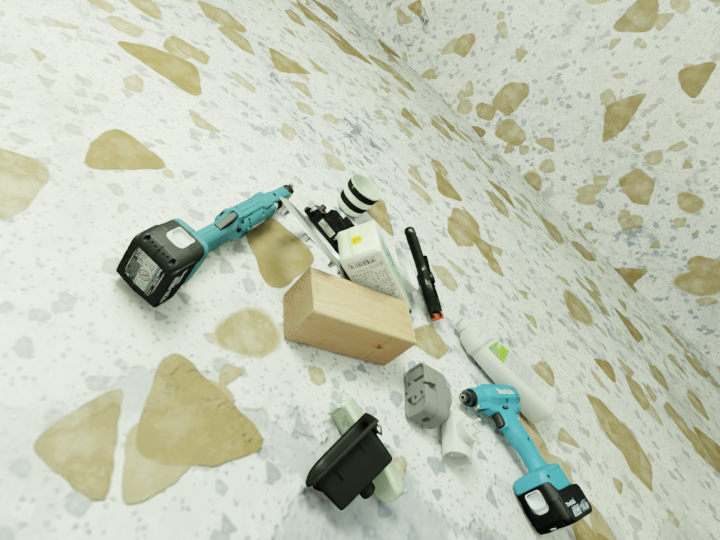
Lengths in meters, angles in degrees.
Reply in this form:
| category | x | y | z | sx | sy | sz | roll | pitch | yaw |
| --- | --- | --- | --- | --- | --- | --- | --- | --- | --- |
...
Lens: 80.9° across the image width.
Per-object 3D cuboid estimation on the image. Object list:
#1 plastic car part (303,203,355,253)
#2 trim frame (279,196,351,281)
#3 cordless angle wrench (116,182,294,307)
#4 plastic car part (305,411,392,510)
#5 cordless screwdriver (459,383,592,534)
| category | x | y | z | sx | sy | sz | roll | pitch | yaw |
| --- | --- | --- | --- | --- | --- | --- | --- | --- | --- |
| plastic car part | -0.033 | -0.068 | 0.893 | 0.207 | 0.067 | 0.064 | 54 | 9 | 11 |
| trim frame | -0.075 | -0.049 | 0.770 | 0.191 | 0.027 | 0.239 | 49 | -1 | 20 |
| cordless angle wrench | -0.216 | -0.081 | 0.717 | 0.074 | 0.099 | 0.420 | 42 | 29 | -4 |
| plastic car part | -0.006 | 0.250 | 0.539 | 0.072 | 0.066 | 0.116 | 45 | 74 | 4 |
| cordless screwdriver | 0.282 | 0.324 | 0.763 | 0.151 | 0.075 | 0.260 | 12 | 40 | -36 |
